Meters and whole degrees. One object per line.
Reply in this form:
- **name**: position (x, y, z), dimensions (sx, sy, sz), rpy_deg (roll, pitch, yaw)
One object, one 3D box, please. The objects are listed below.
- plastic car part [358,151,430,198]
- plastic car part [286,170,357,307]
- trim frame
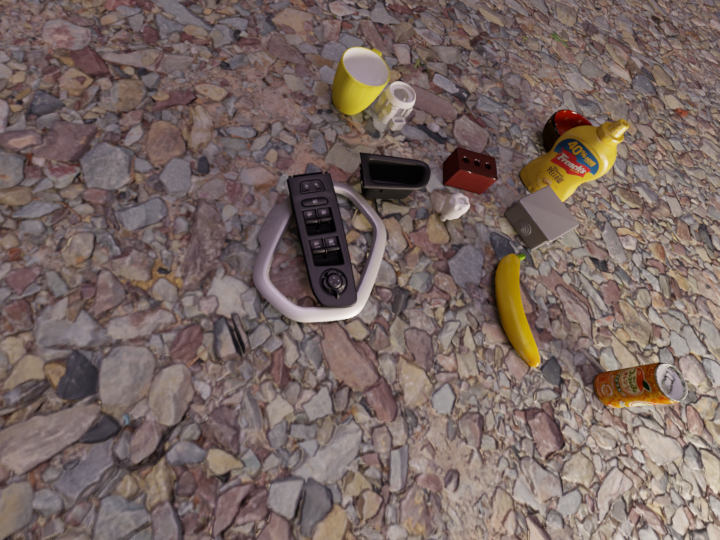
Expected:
- **plastic car part**: position (0.047, -0.141, 0.683), dimensions (0.113, 0.071, 0.068), rpy_deg (3, 66, -17)
- **plastic car part**: position (-0.059, -0.038, 0.602), dimensions (0.064, 0.067, 0.209), rpy_deg (-7, 68, -23)
- **trim frame**: position (-0.057, -0.036, 0.624), dimensions (0.182, 0.027, 0.251), rpy_deg (23, 60, -5)
